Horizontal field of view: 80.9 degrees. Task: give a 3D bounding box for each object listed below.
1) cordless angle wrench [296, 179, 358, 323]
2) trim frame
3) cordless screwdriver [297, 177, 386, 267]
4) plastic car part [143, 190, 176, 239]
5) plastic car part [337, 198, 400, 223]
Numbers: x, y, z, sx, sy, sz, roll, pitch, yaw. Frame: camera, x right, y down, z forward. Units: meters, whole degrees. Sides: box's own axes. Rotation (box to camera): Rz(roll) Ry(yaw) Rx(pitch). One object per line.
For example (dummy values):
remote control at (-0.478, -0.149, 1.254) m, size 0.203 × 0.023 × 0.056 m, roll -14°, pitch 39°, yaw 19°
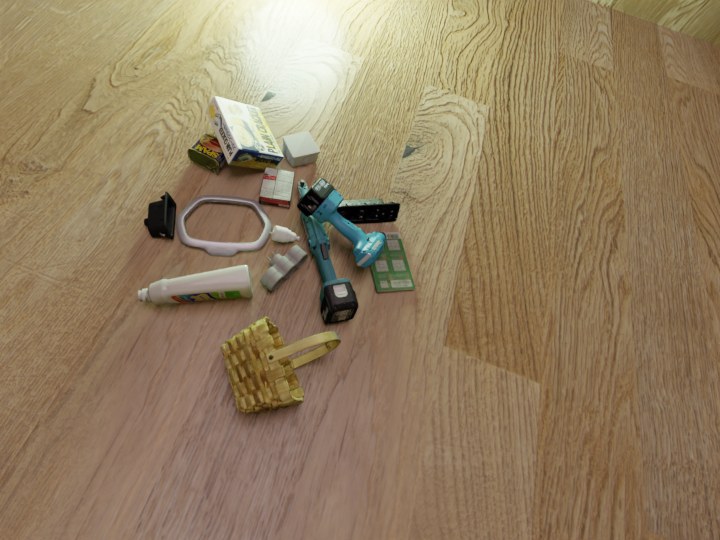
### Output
cordless angle wrench at (-0.108, -0.071, 1.105) m, size 0.073 × 0.096 × 0.440 m, roll -9°, pitch 58°, yaw -18°
trim frame at (-0.360, -0.122, 1.121) m, size 0.244 × 0.027 × 0.190 m, roll 3°, pitch 58°, yaw -10°
cordless screwdriver at (-0.037, -0.131, 1.102) m, size 0.249 × 0.075 × 0.157 m, roll 44°, pitch 35°, yaw -1°
plastic car part at (-0.518, -0.134, 1.085) m, size 0.071 × 0.064 × 0.120 m, roll -6°, pitch 64°, yaw 1°
plastic car part at (0.005, -0.173, 1.195) m, size 0.199 × 0.065 × 0.070 m, roll -8°, pitch 53°, yaw -15°
